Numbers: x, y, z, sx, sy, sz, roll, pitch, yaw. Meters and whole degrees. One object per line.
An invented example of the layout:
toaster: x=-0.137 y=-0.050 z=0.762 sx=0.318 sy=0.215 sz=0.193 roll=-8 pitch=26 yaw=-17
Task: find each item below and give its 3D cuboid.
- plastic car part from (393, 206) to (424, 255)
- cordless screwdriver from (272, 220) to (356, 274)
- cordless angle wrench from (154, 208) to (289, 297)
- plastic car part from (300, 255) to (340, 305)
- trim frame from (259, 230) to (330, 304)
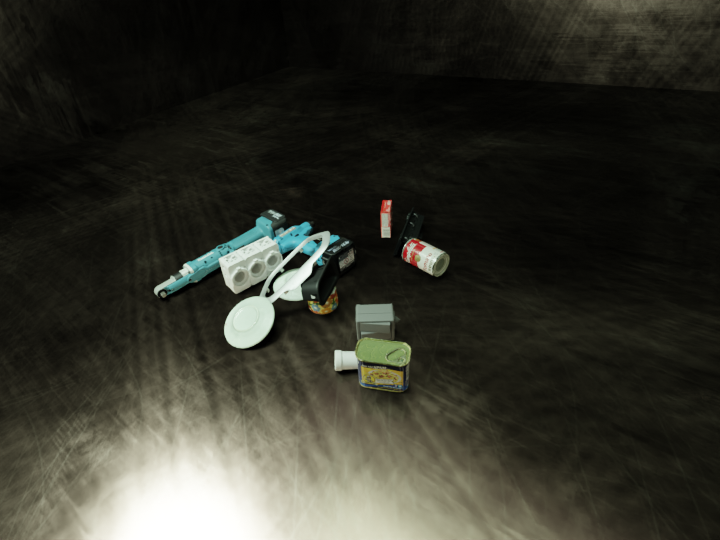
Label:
plastic car part: x=0.146 y=-0.115 z=1.211 sx=0.068 sy=0.064 sz=0.205 roll=12 pitch=39 yaw=7
cordless screwdriver: x=-0.117 y=-0.077 z=1.199 sx=0.263 sy=0.072 sz=0.156 roll=20 pitch=44 yaw=37
cordless angle wrench: x=-0.391 y=-0.045 z=1.209 sx=0.415 sy=0.071 sz=0.104 roll=-36 pitch=45 yaw=-30
plastic car part: x=-0.103 y=0.028 z=0.985 sx=0.074 sy=0.063 sz=0.117 roll=-3 pitch=38 yaw=30
trim frame: x=-0.164 y=-0.006 z=1.052 sx=0.248 sy=0.026 sz=0.191 roll=-44 pitch=23 yaw=0
